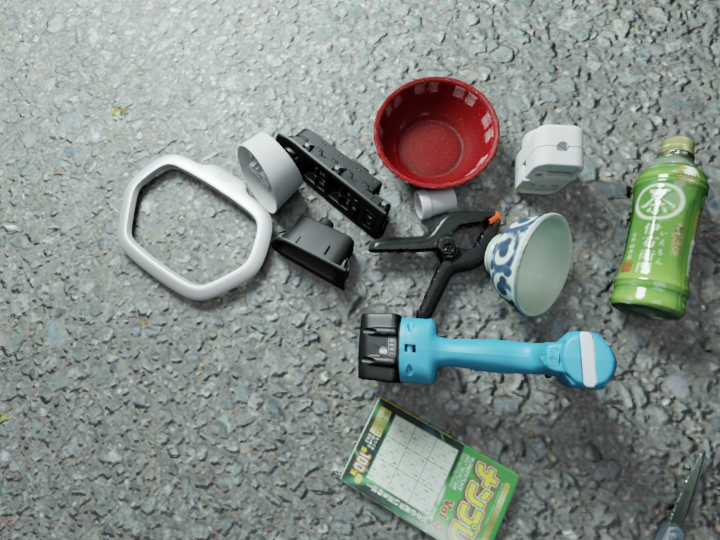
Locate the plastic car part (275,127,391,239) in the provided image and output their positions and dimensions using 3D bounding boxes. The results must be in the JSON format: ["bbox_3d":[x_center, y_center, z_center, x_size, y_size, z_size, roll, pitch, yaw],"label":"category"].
[{"bbox_3d":[-0.035,-0.133,0.580,0.208,0.065,0.067,36,73,13],"label":"plastic car part"}]

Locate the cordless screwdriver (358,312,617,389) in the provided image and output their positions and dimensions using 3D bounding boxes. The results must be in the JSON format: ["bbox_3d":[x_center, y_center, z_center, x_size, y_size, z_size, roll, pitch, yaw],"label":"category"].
[{"bbox_3d":[0.129,0.097,0.480,0.257,0.152,0.075,0,75,21],"label":"cordless screwdriver"}]

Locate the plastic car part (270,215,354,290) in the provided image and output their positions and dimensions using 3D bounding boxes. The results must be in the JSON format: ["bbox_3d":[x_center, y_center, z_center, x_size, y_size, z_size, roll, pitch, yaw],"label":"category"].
[{"bbox_3d":[-0.055,-0.036,0.565,0.120,0.064,0.071,31,67,15],"label":"plastic car part"}]

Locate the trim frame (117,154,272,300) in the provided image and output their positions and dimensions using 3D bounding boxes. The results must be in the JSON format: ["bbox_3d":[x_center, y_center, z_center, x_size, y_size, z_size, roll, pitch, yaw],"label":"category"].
[{"bbox_3d":[-0.241,-0.067,0.608,0.256,0.027,0.184,31,84,15],"label":"trim frame"}]
